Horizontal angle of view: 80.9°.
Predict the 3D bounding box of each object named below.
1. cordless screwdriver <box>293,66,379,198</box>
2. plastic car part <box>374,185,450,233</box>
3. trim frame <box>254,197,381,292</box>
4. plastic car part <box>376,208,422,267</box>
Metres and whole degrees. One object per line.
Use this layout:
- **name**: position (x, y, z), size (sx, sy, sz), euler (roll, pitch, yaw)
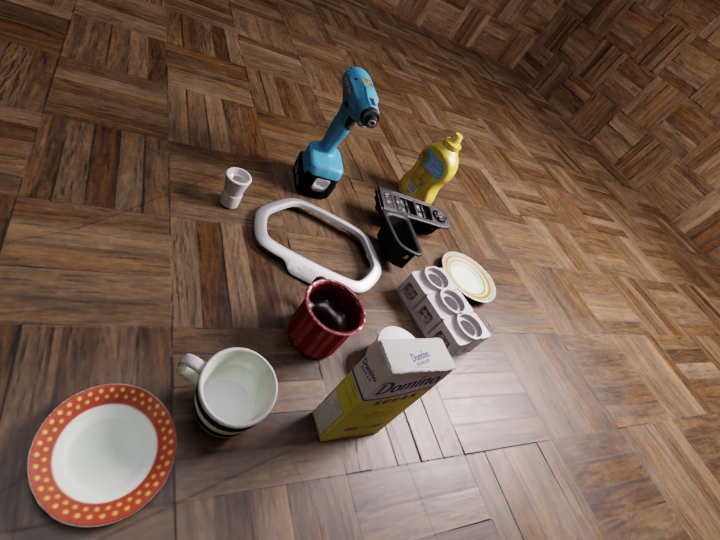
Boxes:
- **cordless screwdriver**: position (-0.043, -0.237, 0.794), size (0.071, 0.249, 0.166), euler (12, 45, -28)
- **plastic car part**: position (0.109, -0.119, 0.915), size (0.195, 0.067, 0.069), euler (9, 46, -26)
- **trim frame**: position (-0.074, -0.048, 0.755), size (0.245, 0.027, 0.187), euler (27, 40, -7)
- **plastic car part**: position (0.066, -0.054, 0.818), size (0.063, 0.071, 0.121), euler (11, 45, -27)
